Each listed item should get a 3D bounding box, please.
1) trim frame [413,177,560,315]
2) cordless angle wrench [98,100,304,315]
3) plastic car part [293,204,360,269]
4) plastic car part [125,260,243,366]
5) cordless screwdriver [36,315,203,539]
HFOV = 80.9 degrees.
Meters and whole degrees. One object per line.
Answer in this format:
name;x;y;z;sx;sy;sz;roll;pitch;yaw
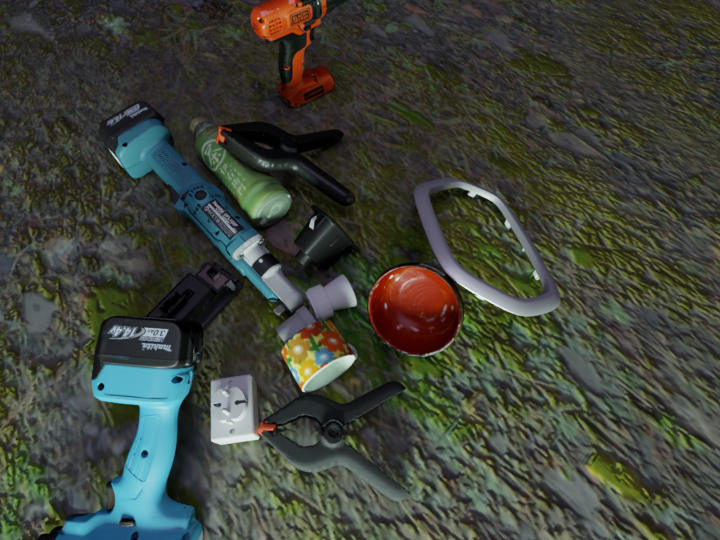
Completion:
trim frame;0.163;-0.043;0.557;0.179;0.027;0.258;5;44;-17
cordless angle wrench;-0.229;-0.095;0.617;0.097;0.072;0.439;-40;69;-19
plastic car part;-0.055;-0.036;0.559;0.068;0.112;0.071;40;92;18
plastic car part;-0.239;0.068;0.531;0.068;0.066;0.202;34;70;8
cordless screwdriver;-0.242;0.172;0.433;0.160;0.073;0.251;-1;81;1
